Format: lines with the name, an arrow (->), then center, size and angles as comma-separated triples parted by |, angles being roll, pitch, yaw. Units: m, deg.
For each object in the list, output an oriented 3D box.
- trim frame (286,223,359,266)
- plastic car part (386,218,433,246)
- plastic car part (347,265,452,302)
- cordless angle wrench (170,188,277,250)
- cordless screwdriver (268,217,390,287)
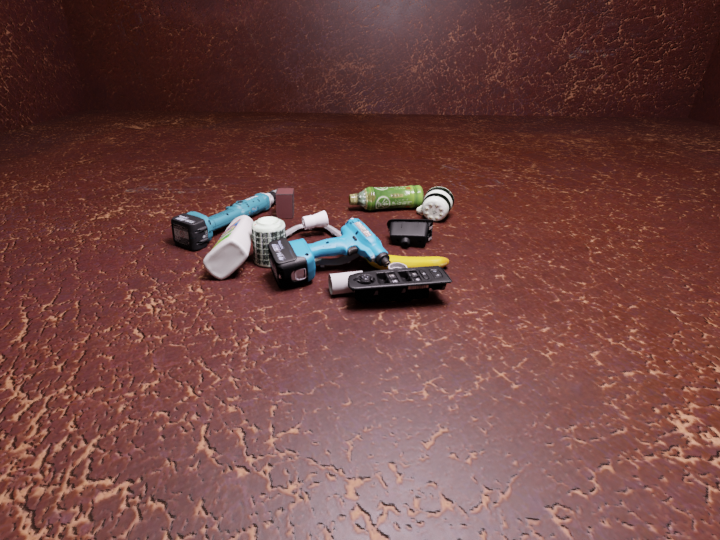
trim frame -> -0.105, -0.068, 1.069 | 0.179, 0.027, 0.263 | -17, 32, -25
plastic car part -> 0.124, -0.089, 1.077 | 0.119, 0.063, 0.072 | 2, 42, 10
plastic car part -> 0.071, 0.030, 0.846 | 0.200, 0.065, 0.069 | -1, 35, -8
cordless angle wrench -> -0.348, -0.172, 1.216 | 0.102, 0.072, 0.414 | 15, 31, 24
cordless screwdriver -> -0.068, -0.030, 0.925 | 0.243, 0.072, 0.168 | -19, 44, -20
